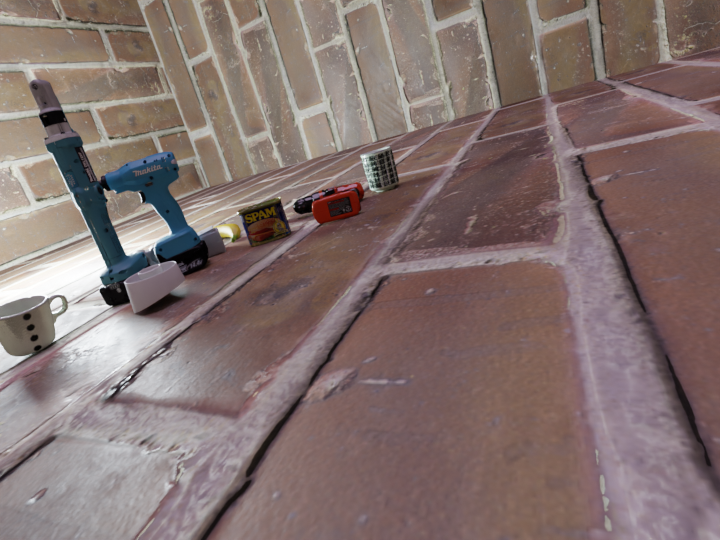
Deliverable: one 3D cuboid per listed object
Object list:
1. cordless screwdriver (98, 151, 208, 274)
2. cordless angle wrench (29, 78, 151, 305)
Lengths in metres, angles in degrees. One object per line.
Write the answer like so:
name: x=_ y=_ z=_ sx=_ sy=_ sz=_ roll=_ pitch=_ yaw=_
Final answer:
cordless screwdriver: x=-0.420 y=-0.105 z=0.871 sx=0.157 sy=0.243 sz=0.077 roll=-20 pitch=16 yaw=-9
cordless angle wrench: x=-0.508 y=-0.141 z=0.789 sx=0.075 sy=0.413 sz=0.099 roll=-15 pitch=16 yaw=4
